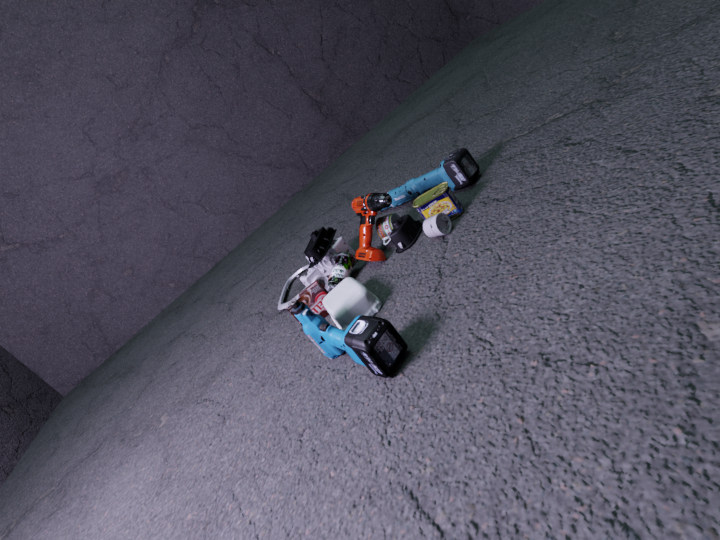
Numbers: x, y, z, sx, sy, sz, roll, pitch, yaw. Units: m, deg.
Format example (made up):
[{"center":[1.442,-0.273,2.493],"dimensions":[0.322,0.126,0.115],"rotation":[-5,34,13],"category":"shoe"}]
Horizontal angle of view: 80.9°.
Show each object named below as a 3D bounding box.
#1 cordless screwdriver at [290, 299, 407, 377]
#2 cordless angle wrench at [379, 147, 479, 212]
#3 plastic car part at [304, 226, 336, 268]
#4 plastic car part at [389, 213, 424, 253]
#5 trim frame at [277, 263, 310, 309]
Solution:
[{"center":[-0.038,0.122,0.837],"dimensions":[0.074,0.154,0.259],"rotation":[-48,23,-26],"category":"cordless screwdriver"},{"center":[0.172,-0.258,1.331],"dimensions":[0.074,0.095,0.437],"rotation":[-47,18,-31],"category":"cordless angle wrench"},{"center":[-0.124,-0.081,1.272],"dimensions":[0.068,0.064,0.206],"rotation":[-24,28,21],"category":"plastic car part"},{"center":[0.117,-0.110,1.152],"dimensions":[0.068,0.069,0.116],"rotation":[-22,24,45],"category":"plastic car part"},{"center":[-0.212,0.050,1.445],"dimensions":[0.186,0.026,0.254],"rotation":[-33,24,15],"category":"trim frame"}]
